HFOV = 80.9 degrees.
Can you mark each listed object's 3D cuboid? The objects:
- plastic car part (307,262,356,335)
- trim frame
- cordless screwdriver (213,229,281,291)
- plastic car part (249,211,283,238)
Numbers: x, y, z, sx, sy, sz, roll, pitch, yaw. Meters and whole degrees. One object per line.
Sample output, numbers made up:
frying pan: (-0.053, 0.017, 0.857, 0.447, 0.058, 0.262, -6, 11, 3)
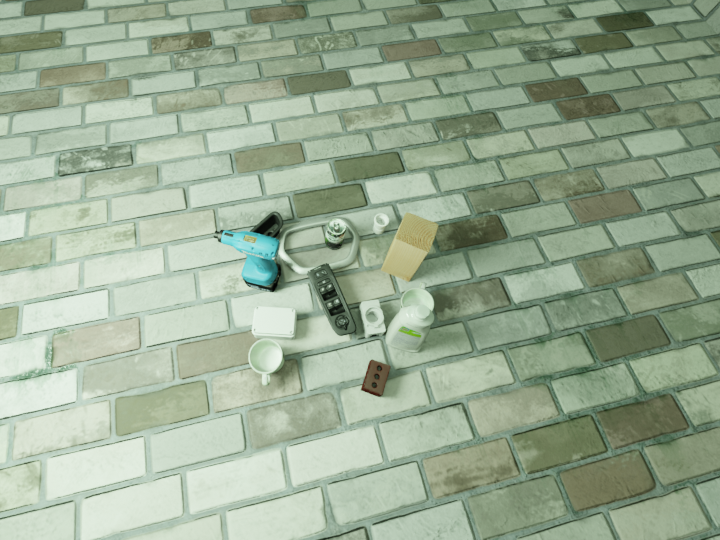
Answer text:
plastic car part: (-0.078, 0.086, 1.148, 0.065, 0.066, 0.210, -22, 68, -14)
trim frame: (-0.122, -0.080, 1.247, 0.245, 0.027, 0.190, -15, 66, -9)
cordless screwdriver: (-0.285, -0.030, 1.097, 0.160, 0.244, 0.075, 16, 66, 1)
plastic car part: (-0.269, -0.109, 1.231, 0.068, 0.069, 0.116, 39, 69, 12)
